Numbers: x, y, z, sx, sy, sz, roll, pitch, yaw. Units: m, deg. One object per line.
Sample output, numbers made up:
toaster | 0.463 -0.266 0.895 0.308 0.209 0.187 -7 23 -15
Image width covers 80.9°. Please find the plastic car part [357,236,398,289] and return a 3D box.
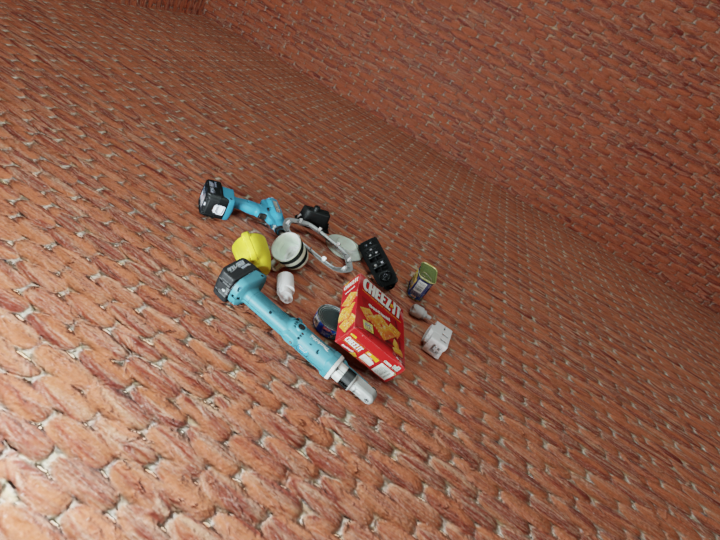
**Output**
plastic car part | 0.056 -0.013 1.291 0.066 0.064 0.213 -22 42 -4

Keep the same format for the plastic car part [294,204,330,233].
plastic car part | -0.145 -0.175 1.363 0.112 0.071 0.069 18 32 -24

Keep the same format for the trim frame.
trim frame | -0.120 -0.079 1.232 0.253 0.027 0.181 40 25 7

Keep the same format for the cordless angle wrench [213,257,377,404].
cordless angle wrench | -0.138 0.137 0.917 0.434 0.074 0.096 39 32 13

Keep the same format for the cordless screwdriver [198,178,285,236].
cordless screwdriver | -0.331 -0.170 1.211 0.237 0.074 0.167 10 36 -34
